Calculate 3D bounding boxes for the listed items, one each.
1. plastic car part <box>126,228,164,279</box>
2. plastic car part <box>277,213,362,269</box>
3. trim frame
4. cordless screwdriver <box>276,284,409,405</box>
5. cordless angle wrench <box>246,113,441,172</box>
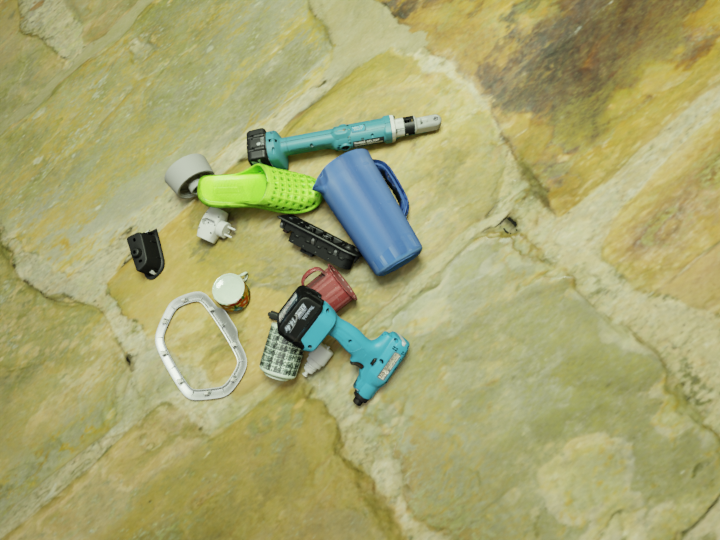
[{"bbox_3d":[-0.506,-0.043,0.985,0.066,0.068,0.120,-25,72,6],"label":"plastic car part"},{"bbox_3d":[-0.088,-0.058,0.901,0.210,0.064,0.067,23,98,17],"label":"plastic car part"},{"bbox_3d":[-0.353,0.163,0.927,0.184,0.026,0.257,-38,71,1],"label":"trim frame"},{"bbox_3d":[-0.046,0.146,0.797,0.243,0.076,0.159,31,97,-13],"label":"cordless screwdriver"},{"bbox_3d":[-0.037,-0.292,0.931,0.427,0.095,0.076,-8,75,7],"label":"cordless angle wrench"}]
